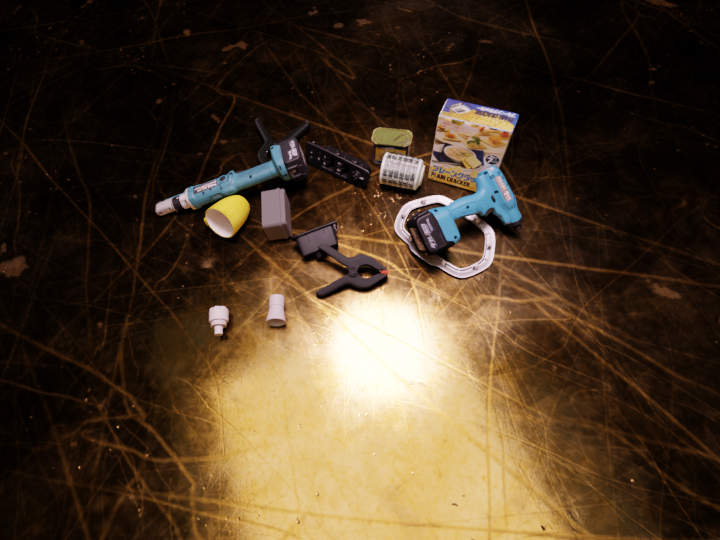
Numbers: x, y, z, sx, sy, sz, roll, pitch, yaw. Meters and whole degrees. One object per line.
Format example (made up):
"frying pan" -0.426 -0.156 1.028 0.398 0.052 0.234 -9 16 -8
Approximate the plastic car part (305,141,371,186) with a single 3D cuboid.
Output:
"plastic car part" -0.054 -0.286 1.132 0.212 0.065 0.065 33 43 23

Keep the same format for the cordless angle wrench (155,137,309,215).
"cordless angle wrench" -0.347 -0.225 1.107 0.427 0.071 0.102 -19 56 7

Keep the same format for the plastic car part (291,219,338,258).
"plastic car part" -0.099 -0.065 1.017 0.116 0.064 0.072 -23 77 -2

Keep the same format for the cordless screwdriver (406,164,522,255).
"cordless screwdriver" 0.241 -0.111 0.952 0.247 0.075 0.158 -31 95 -7

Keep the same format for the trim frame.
"trim frame" 0.201 -0.088 1.006 0.183 0.026 0.259 -43 67 -15
